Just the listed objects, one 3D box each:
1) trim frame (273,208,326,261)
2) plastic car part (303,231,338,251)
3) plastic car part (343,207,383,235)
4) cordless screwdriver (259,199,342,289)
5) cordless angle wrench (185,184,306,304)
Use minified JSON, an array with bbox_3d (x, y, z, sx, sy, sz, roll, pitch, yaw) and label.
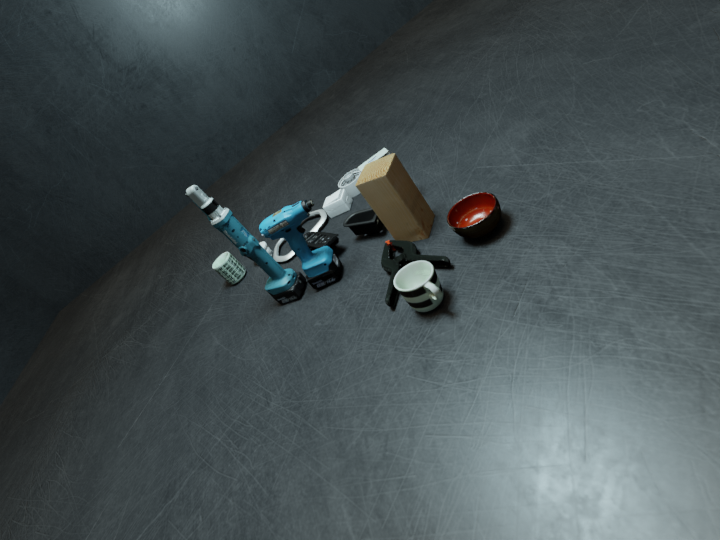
[{"bbox_3d":[-0.212,-0.122,1.469,0.247,0.026,0.194,-47,32,-11],"label":"trim frame"},{"bbox_3d":[-0.126,-0.082,1.290,0.066,0.064,0.213,-49,32,-15],"label":"plastic car part"},{"bbox_3d":[0.018,-0.129,1.189,0.121,0.068,0.066,-10,41,41],"label":"plastic car part"},{"bbox_3d":[-0.131,-0.071,1.112,0.162,0.238,0.076,-27,31,23],"label":"cordless screwdriver"},{"bbox_3d":[-0.308,-0.070,1.143,0.101,0.404,0.075,-21,33,32],"label":"cordless angle wrench"}]
